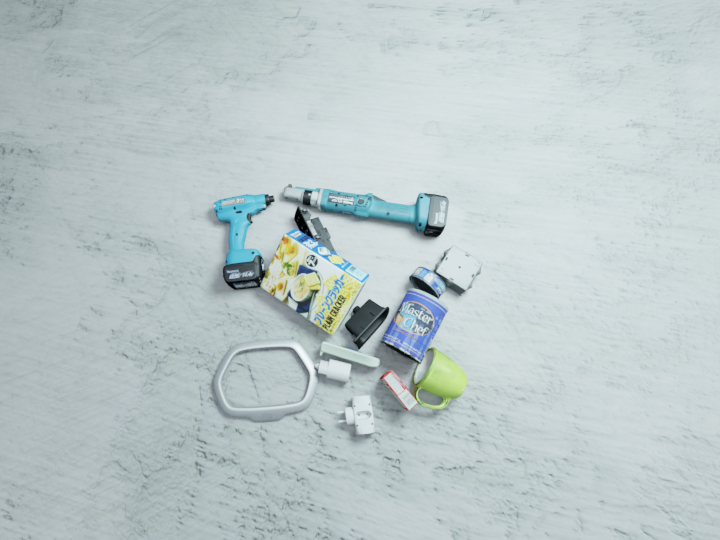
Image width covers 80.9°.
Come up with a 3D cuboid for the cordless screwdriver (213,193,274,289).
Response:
[{"bbox_3d":[-0.284,-0.083,1.080,0.159,0.072,0.256,-12,69,-1],"label":"cordless screwdriver"}]

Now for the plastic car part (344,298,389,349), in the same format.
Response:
[{"bbox_3d":[0.007,0.118,1.008,0.074,0.063,0.116,34,74,25],"label":"plastic car part"}]

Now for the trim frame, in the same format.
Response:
[{"bbox_3d":[-0.223,0.256,0.992,0.248,0.027,0.188,-6,71,0],"label":"trim frame"}]

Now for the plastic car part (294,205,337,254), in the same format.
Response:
[{"bbox_3d":[-0.105,-0.069,1.073,0.065,0.066,0.209,-13,70,-29],"label":"plastic car part"}]

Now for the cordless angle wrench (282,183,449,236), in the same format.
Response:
[{"bbox_3d":[0.003,-0.169,1.090,0.430,0.072,0.099,10,74,9],"label":"cordless angle wrench"}]
